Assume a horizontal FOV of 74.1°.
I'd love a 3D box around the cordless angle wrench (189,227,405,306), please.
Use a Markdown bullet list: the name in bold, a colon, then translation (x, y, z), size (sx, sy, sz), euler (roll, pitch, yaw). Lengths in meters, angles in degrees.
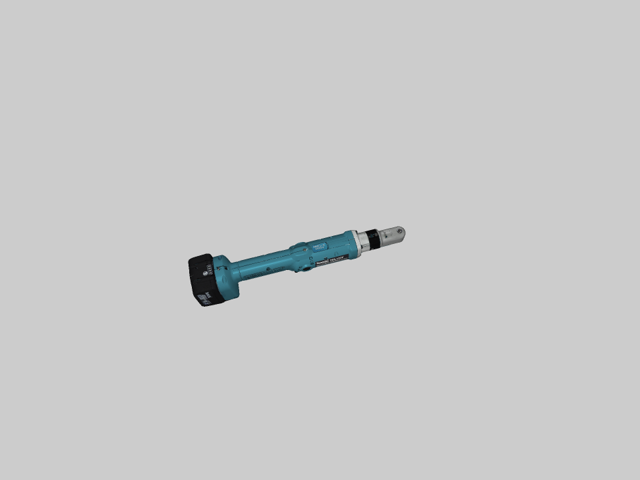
- **cordless angle wrench**: translation (-0.035, 0.034, 0.828), size (0.423, 0.074, 0.098), euler (-14, -25, -7)
